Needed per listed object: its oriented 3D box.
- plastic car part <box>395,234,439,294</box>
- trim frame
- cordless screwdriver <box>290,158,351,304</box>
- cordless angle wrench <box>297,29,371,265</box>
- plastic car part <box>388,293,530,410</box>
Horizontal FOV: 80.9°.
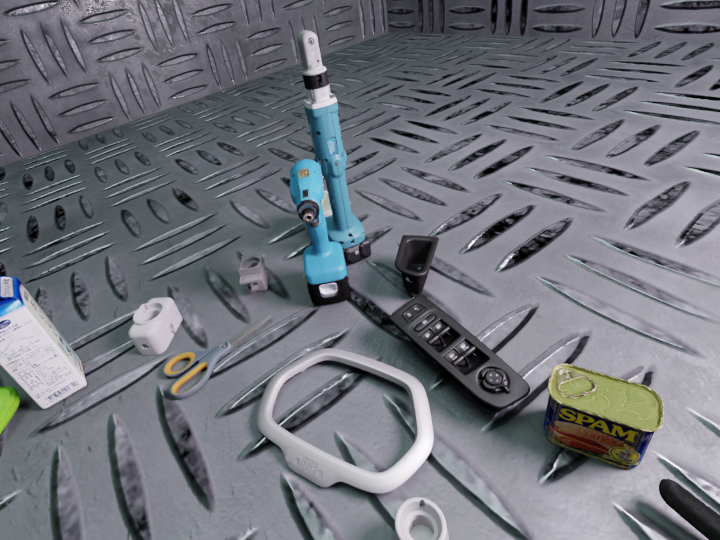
[{"bbox_3d":[0.097,-0.004,0.741,0.068,0.068,0.117,3,39,19],"label":"plastic car part"},{"bbox_3d":[-0.025,0.189,0.565,0.261,0.026,0.183,13,44,29],"label":"trim frame"},{"bbox_3d":[-0.069,-0.045,0.702,0.074,0.239,0.165,-10,36,-1],"label":"cordless screwdriver"},{"bbox_3d":[-0.054,-0.197,0.754,0.073,0.407,0.103,-20,37,-14],"label":"cordless angle wrench"},{"bbox_3d":[0.128,0.118,0.579,0.065,0.064,0.215,-29,40,-22],"label":"plastic car part"}]
